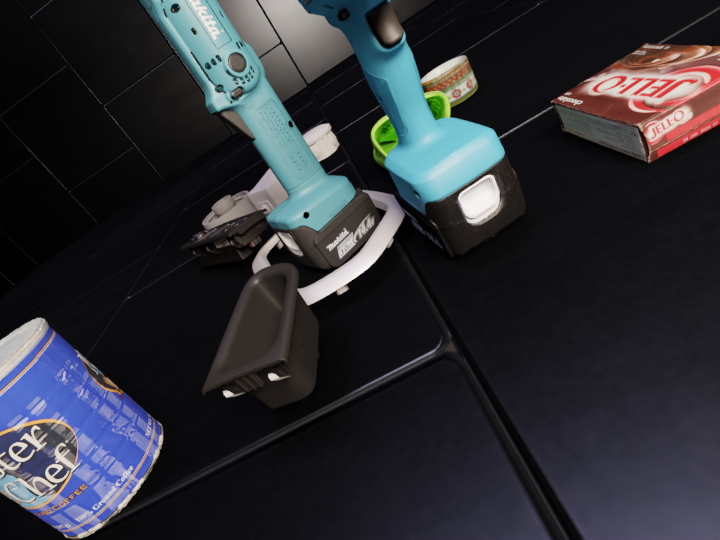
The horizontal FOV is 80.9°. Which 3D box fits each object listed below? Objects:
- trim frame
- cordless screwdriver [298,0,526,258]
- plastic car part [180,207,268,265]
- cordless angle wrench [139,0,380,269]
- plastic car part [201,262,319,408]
[{"bbox_3d":[-0.047,-0.031,0.478,0.183,0.026,0.260,-40,28,-11],"label":"trim frame"},{"bbox_3d":[0.040,-0.121,0.297,0.074,0.239,0.165,-34,25,0],"label":"cordless screwdriver"},{"bbox_3d":[-0.196,-0.040,0.616,0.213,0.064,0.066,-1,41,47],"label":"plastic car part"},{"bbox_3d":[-0.124,-0.184,0.395,0.097,0.407,0.078,-43,25,-21],"label":"cordless angle wrench"},{"bbox_3d":[-0.058,0.052,0.316,0.067,0.068,0.119,-25,28,18],"label":"plastic car part"}]
